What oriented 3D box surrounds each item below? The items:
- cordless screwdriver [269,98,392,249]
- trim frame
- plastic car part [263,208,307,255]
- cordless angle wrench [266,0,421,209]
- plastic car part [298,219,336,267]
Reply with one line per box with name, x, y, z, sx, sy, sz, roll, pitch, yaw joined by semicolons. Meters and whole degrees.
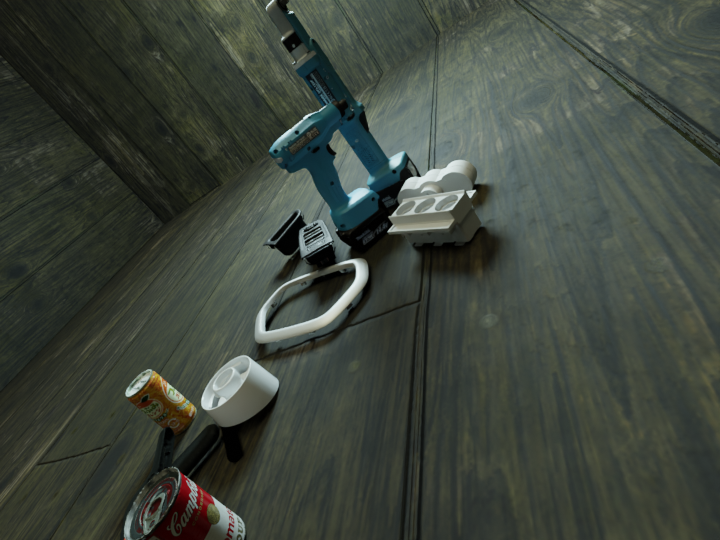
cordless screwdriver;-0.030;-0.168;0.759;0.158;0.240;0.077;-41;22;-6
trim frame;-0.089;0.050;0.730;0.256;0.026;0.186;-21;31;33
plastic car part;-0.156;-0.079;0.976;0.116;0.068;0.069;-50;26;-23
cordless angle wrench;-0.033;-0.300;0.782;0.101;0.407;0.075;-24;26;33
plastic car part;-0.083;-0.054;0.844;0.066;0.064;0.210;-37;25;4
